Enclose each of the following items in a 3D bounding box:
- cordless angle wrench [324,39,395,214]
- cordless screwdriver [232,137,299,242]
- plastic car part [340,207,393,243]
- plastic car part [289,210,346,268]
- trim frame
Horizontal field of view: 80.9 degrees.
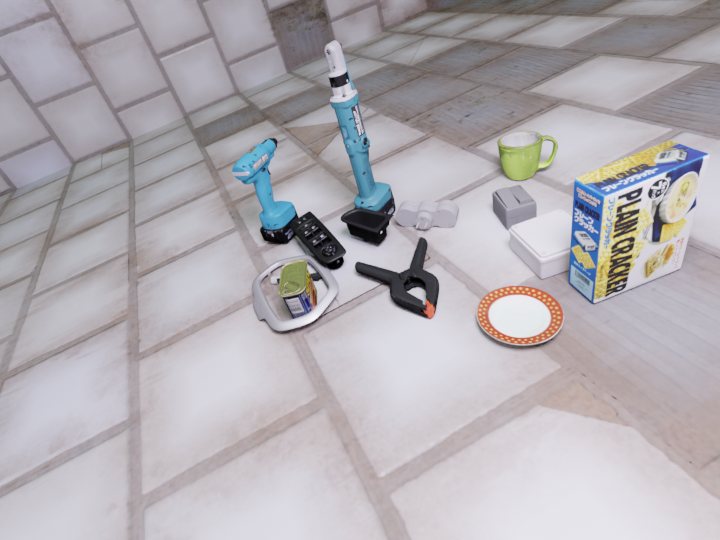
[{"bbox_3d":[-0.009,-0.289,0.945,0.078,0.404,0.097,16,48,37],"label":"cordless angle wrench"},{"bbox_3d":[-0.223,-0.201,1.072,0.078,0.238,0.159,5,43,28],"label":"cordless screwdriver"},{"bbox_3d":[0.016,-0.097,0.977,0.123,0.068,0.065,18,51,38],"label":"plastic car part"},{"bbox_3d":[-0.097,-0.063,0.991,0.065,0.064,0.214,-30,39,-13],"label":"plastic car part"},{"bbox_3d":[-0.150,0.041,0.921,0.182,0.026,0.262,-30,39,-11],"label":"trim frame"}]
